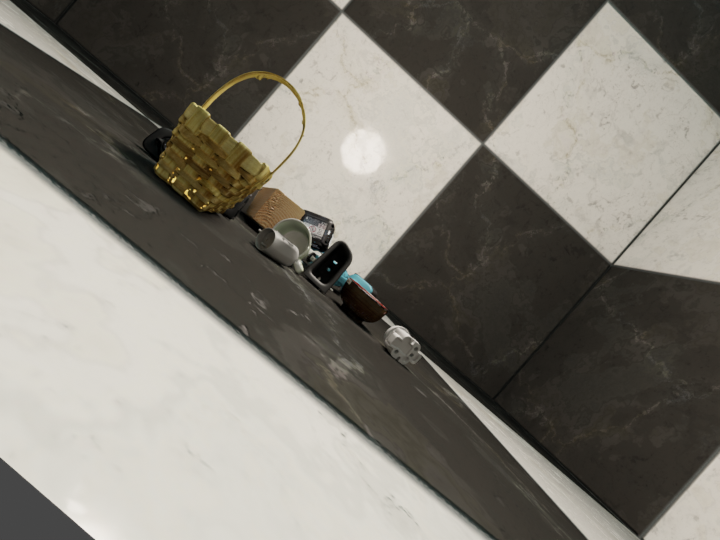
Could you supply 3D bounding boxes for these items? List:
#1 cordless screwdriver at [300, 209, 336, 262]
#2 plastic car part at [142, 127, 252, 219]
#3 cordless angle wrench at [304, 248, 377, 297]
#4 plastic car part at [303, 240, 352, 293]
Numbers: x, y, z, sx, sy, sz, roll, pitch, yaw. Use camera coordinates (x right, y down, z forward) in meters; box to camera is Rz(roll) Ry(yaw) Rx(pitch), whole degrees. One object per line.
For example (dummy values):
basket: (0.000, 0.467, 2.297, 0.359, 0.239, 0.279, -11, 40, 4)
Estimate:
cordless screwdriver: (-0.109, -0.071, 1.115, 0.159, 0.075, 0.248, 23, -13, -4)
plastic car part: (-0.299, -0.180, 0.775, 0.195, 0.066, 0.070, 41, -9, -24)
cordless angle wrench: (-0.060, 0.014, 1.114, 0.103, 0.074, 0.403, 40, 0, 25)
plastic car part: (-0.069, -0.005, 0.930, 0.066, 0.115, 0.071, 43, -23, 1)
